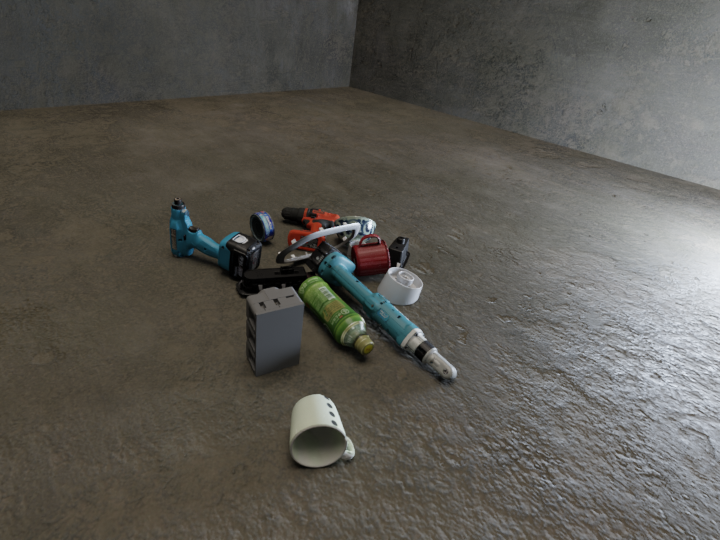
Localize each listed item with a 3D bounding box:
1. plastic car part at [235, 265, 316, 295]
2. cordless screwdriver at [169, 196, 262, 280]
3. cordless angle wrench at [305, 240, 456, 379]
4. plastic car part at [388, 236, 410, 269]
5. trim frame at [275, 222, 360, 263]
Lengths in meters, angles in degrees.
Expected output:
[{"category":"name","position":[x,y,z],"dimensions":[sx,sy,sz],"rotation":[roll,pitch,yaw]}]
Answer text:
[{"category":"plastic car part","position":[-0.193,0.023,1.003],"dimensions":[0.199,0.065,0.069],"rotation":[-7,41,-14]},{"category":"cordless screwdriver","position":[-0.369,-0.081,1.049],"dimensions":[0.257,0.156,0.074],"rotation":[19,33,16]},{"category":"cordless angle wrench","position":[0.038,0.081,0.922],"dimensions":[0.447,0.074,0.092],"rotation":[41,6,37]},{"category":"plastic car part","position":[0.103,-0.056,1.158],"dimensions":[0.068,0.069,0.116],"rotation":[18,37,15]},{"category":"trim frame","position":[-0.105,-0.069,1.077],"dimensions":[0.240,0.186,0.028],"rotation":[-19,77,-38]}]
